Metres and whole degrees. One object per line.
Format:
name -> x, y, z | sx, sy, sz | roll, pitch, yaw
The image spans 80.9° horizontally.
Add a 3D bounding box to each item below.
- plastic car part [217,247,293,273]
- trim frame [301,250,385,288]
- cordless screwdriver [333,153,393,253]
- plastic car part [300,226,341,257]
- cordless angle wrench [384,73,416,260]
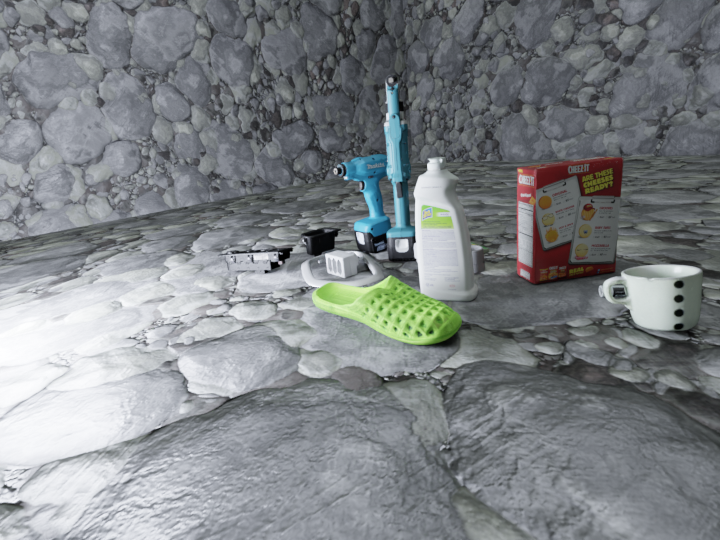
plastic car part -> -0.262, -0.026, 1.049 | 0.211, 0.066, 0.065 | 3, 18, 27
trim frame -> -0.040, -0.003, 0.957 | 0.182, 0.027, 0.256 | -10, 18, -9
cordless screwdriver -> 0.012, -0.169, 1.094 | 0.154, 0.244, 0.078 | -15, 17, -29
plastic car part -> -0.110, -0.072, 1.127 | 0.069, 0.069, 0.113 | 7, 22, 39
cordless angle wrench -> 0.090, -0.234, 0.989 | 0.076, 0.415, 0.097 | -2, 15, 14
